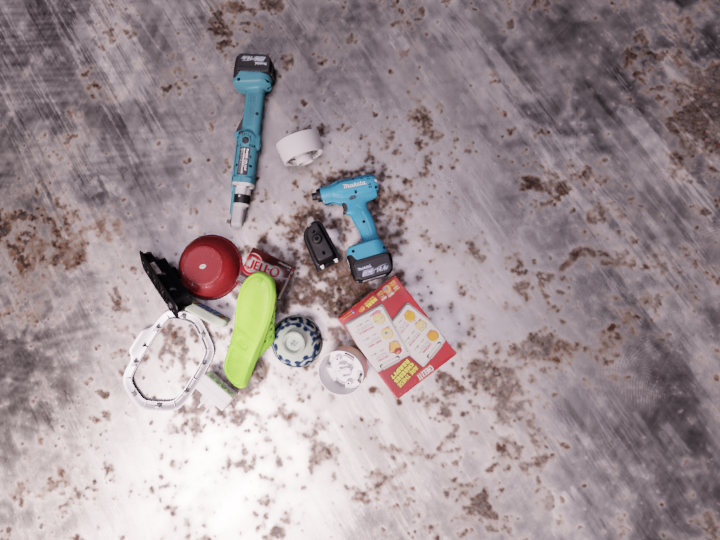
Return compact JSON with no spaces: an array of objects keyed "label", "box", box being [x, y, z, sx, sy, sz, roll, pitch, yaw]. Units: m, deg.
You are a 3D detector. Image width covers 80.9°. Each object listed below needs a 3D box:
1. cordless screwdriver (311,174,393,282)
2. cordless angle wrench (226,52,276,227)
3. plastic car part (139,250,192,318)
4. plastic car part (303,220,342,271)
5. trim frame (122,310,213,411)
[{"label":"cordless screwdriver","box":[-0.019,-0.095,0.986,0.160,0.073,0.253,-12,78,2]},{"label":"cordless angle wrench","box":[-0.277,-0.313,1.038,0.099,0.073,0.425,5,85,3]},{"label":"plastic car part","box":[-0.448,0.030,0.981,0.065,0.065,0.214,-16,48,-36]},{"label":"plastic car part","box":[-0.097,-0.063,0.988,0.066,0.070,0.117,-25,86,-3]},{"label":"trim frame","box":[-0.457,0.215,0.999,0.187,0.027,0.248,31,87,9]}]
